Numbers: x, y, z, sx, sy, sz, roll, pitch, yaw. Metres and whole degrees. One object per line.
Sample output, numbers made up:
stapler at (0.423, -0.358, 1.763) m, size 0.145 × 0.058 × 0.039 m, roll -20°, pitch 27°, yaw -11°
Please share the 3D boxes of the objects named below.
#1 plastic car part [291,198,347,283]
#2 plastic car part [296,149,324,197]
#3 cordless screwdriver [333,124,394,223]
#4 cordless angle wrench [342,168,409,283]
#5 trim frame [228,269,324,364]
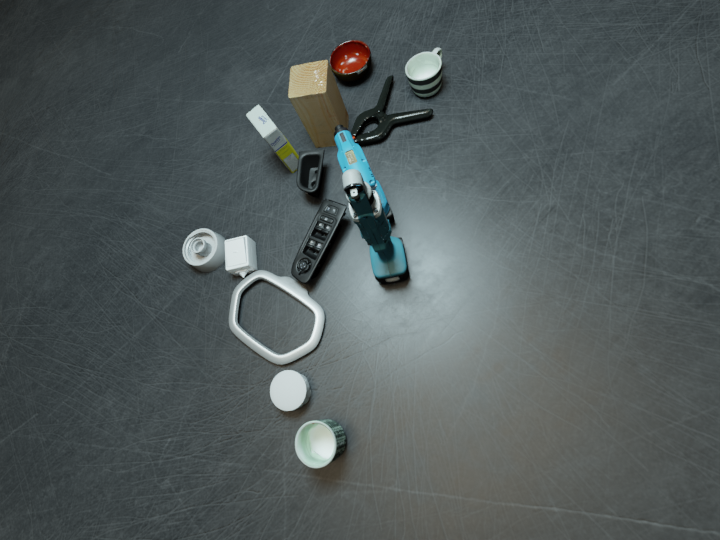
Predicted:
plastic car part at (-0.096, -0.063, 0.982) m, size 0.069 × 0.064 × 0.203 m, roll 24°, pitch 80°, yaw 20°
plastic car part at (-0.118, -0.231, 1.045) m, size 0.068 × 0.068 × 0.118 m, roll 0°, pitch 72°, yaw 14°
cordless screwdriver at (0.002, -0.188, 0.900) m, size 0.075 × 0.239 × 0.164 m, roll -22°, pitch 69°, yaw 5°
cordless angle wrench at (0.028, -0.072, 0.761) m, size 0.075 × 0.406 × 0.100 m, roll -12°, pitch 71°, yaw 9°
trim frame at (-0.198, 0.103, 0.977) m, size 0.259 × 0.026 × 0.184 m, roll 29°, pitch 82°, yaw 23°
